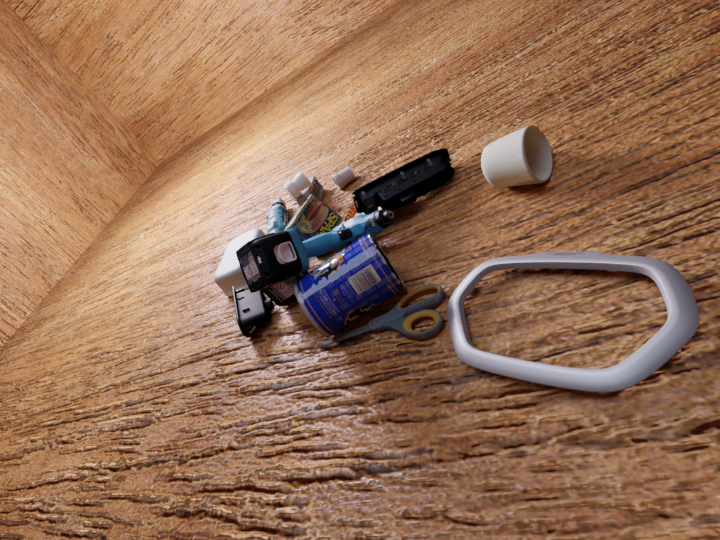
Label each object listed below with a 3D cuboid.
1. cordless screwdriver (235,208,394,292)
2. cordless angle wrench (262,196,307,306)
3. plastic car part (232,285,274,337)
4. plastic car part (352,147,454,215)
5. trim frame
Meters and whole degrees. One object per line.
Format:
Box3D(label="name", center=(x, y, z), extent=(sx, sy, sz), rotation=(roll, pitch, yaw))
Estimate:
Box3D(label="cordless screwdriver", center=(-0.068, -0.044, 0.695), extent=(0.240, 0.075, 0.164), rotation=(-22, 0, -39))
Box3D(label="cordless angle wrench", center=(-0.181, -0.080, 0.948), extent=(0.075, 0.093, 0.439), rotation=(-37, 30, 10))
Box3D(label="plastic car part", center=(-0.203, 0.074, 0.816), extent=(0.070, 0.063, 0.122), rotation=(-27, 35, -7))
Box3D(label="plastic car part", center=(0.087, -0.157, 0.771), extent=(0.202, 0.063, 0.071), rotation=(-31, 49, -7))
Box3D(label="trim frame", center=(0.211, 0.043, 0.469), extent=(0.260, 0.026, 0.184), rotation=(-1, 50, 46))
